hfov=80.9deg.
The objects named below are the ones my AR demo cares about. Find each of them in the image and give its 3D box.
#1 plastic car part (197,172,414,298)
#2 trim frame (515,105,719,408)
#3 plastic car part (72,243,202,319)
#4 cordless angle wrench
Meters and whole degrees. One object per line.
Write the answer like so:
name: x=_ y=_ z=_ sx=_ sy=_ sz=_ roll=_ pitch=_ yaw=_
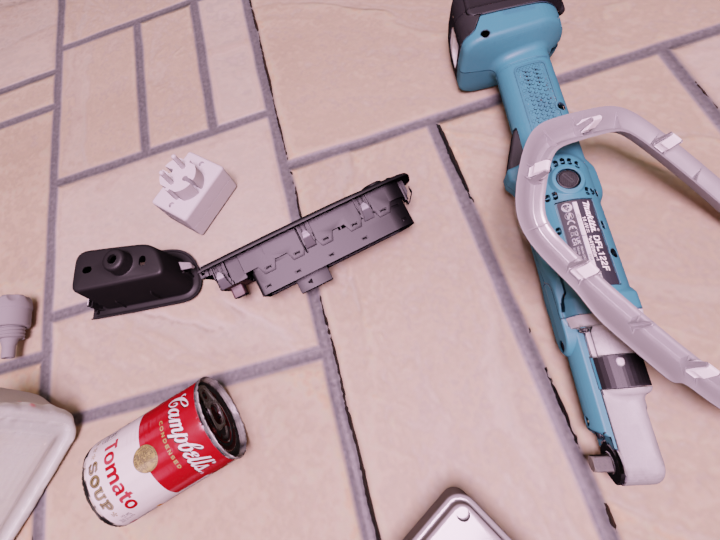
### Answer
plastic car part: x=-0.037 y=-0.024 z=0.375 sx=0.203 sy=0.065 sz=0.069 roll=-30 pitch=78 yaw=-1
trim frame: x=0.215 y=-0.016 z=0.292 sx=0.248 sy=0.028 sz=0.183 roll=41 pitch=69 yaw=-1
plastic car part: x=-0.218 y=0.002 z=0.399 sx=0.118 sy=0.068 sz=0.067 roll=-10 pitch=70 yaw=10
cordless angle wrench: x=0.159 y=-0.064 z=0.346 sx=0.099 sy=0.072 sz=0.433 roll=-9 pitch=70 yaw=7
